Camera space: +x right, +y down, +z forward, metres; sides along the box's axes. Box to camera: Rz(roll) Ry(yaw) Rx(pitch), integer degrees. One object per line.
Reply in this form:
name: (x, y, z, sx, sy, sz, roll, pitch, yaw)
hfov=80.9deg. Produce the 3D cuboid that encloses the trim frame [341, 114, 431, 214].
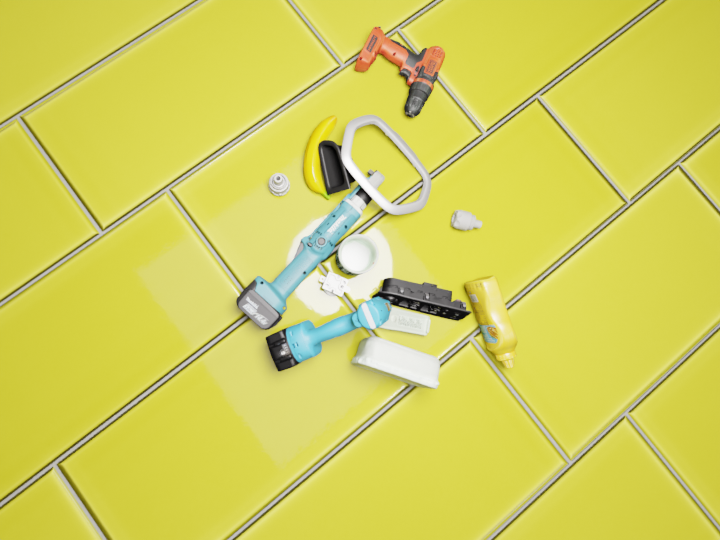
trim frame: (0.059, -0.231, 0.928, 0.245, 0.028, 0.183, 44, 64, -7)

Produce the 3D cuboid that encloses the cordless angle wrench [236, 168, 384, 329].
cordless angle wrench: (-0.089, -0.058, 0.907, 0.098, 0.074, 0.421, 41, 80, 0)

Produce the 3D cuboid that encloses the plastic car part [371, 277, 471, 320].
plastic car part: (0.128, 0.056, 0.904, 0.202, 0.066, 0.068, 9, 73, -2)

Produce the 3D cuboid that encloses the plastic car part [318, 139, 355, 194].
plastic car part: (-0.043, -0.231, 0.930, 0.069, 0.068, 0.116, -10, 93, 40)

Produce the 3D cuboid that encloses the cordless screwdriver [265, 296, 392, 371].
cordless screwdriver: (-0.055, 0.117, 0.848, 0.253, 0.155, 0.075, -24, 85, 16)
